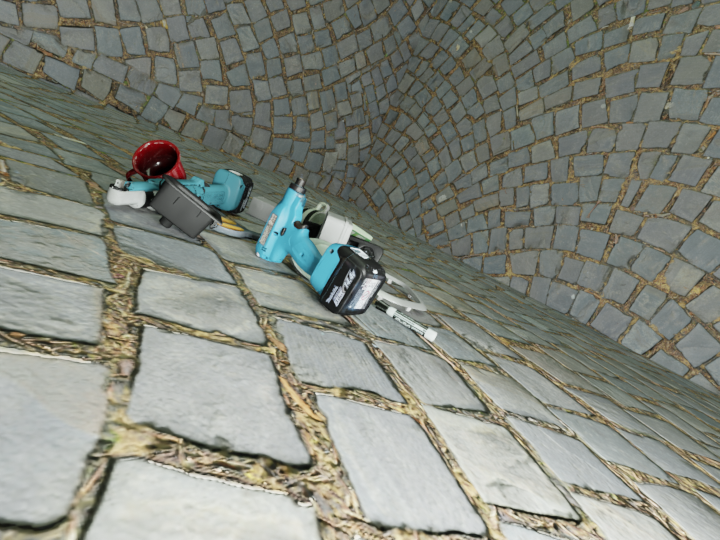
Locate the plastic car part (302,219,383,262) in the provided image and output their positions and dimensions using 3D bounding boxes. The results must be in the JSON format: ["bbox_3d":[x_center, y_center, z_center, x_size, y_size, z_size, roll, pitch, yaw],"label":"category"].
[{"bbox_3d":[-0.047,-0.052,0.988,0.210,0.066,0.064,18,-13,18],"label":"plastic car part"}]

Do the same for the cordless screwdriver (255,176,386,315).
[{"bbox_3d":[-0.069,-0.045,0.702,0.263,0.159,0.070,35,13,36],"label":"cordless screwdriver"}]

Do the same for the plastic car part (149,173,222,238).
[{"bbox_3d":[-0.293,-0.096,0.691,0.111,0.071,0.069,38,3,-26],"label":"plastic car part"}]

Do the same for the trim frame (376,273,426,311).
[{"bbox_3d":[0.051,0.033,0.943,0.181,0.027,0.254,23,12,-11],"label":"trim frame"}]

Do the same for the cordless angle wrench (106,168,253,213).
[{"bbox_3d":[-0.345,-0.155,0.848,0.075,0.097,0.418,26,15,5],"label":"cordless angle wrench"}]
